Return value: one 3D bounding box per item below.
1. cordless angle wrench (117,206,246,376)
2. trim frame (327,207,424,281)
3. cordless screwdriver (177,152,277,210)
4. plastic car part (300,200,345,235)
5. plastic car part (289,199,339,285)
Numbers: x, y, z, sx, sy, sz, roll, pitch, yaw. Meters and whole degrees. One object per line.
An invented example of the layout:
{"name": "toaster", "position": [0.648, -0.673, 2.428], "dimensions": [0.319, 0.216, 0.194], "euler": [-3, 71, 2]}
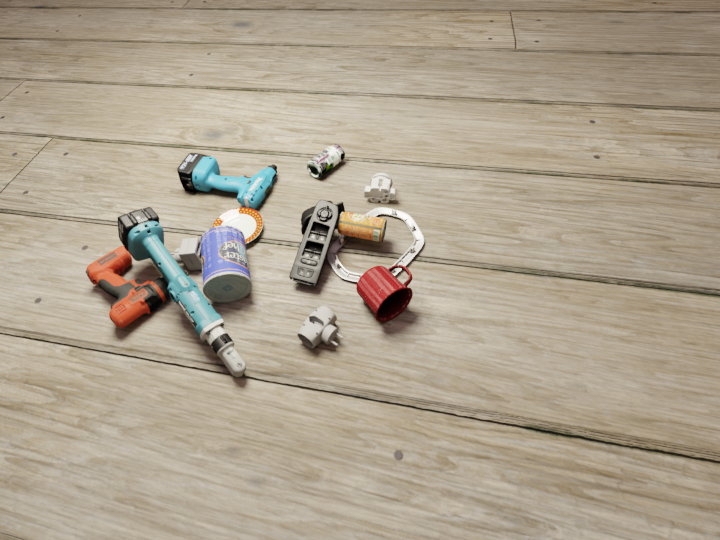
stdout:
{"name": "cordless angle wrench", "position": [-0.364, 0.042, 0.869], "dimensions": [0.072, 0.097, 0.438], "euler": [-27, 66, -39]}
{"name": "trim frame", "position": [0.035, -0.065, 0.992], "dimensions": [0.193, 0.026, 0.246], "euler": [34, 64, 28]}
{"name": "cordless screwdriver", "position": [-0.359, -0.259, 1.154], "dimensions": [0.255, 0.072, 0.160], "euler": [18, 55, 13]}
{"name": "plastic car part", "position": [-0.101, -0.137, 1.046], "dimensions": [0.116, 0.063, 0.074], "euler": [-19, 39, -7]}
{"name": "plastic car part", "position": [-0.094, -0.062, 0.963], "dimensions": [0.069, 0.064, 0.204], "euler": [11, 76, 20]}
